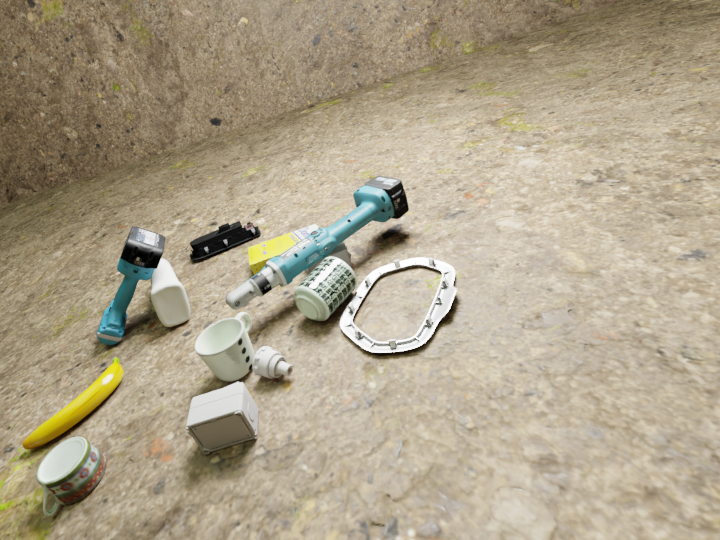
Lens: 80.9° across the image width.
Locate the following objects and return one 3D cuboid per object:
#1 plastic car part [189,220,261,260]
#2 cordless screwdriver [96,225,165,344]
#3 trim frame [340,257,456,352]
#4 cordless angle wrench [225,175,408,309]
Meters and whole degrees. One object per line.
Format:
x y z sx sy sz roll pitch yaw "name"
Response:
-0.376 -0.086 1.148 0.202 0.064 0.070 -27 38 -6 "plastic car part"
-0.511 0.023 0.935 0.248 0.071 0.167 -61 30 13 "cordless screwdriver"
0.068 0.048 0.728 0.193 0.026 0.247 3 37 30 "trim frame"
-0.082 -0.054 0.837 0.417 0.071 0.103 -37 35 -21 "cordless angle wrench"
